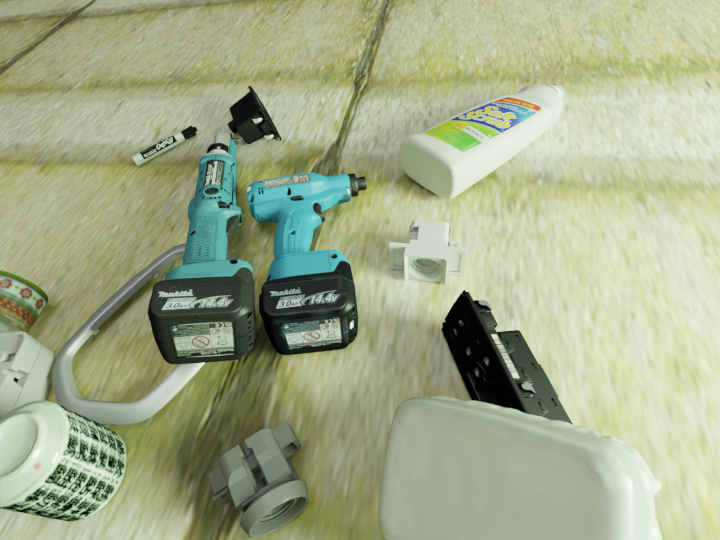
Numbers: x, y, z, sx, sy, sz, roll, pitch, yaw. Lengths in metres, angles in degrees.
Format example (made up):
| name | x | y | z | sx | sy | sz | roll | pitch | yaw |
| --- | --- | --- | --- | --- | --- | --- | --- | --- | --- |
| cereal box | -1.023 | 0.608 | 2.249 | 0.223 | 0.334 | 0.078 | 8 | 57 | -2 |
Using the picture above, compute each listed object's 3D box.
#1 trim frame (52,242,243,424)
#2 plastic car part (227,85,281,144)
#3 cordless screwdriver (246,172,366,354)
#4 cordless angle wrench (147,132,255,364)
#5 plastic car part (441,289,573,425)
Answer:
| name | x | y | z | sx | sy | sz | roll | pitch | yaw |
| --- | --- | --- | --- | --- | --- | --- | --- | --- | --- |
| trim frame | -0.240 | 0.062 | 0.494 | 0.193 | 0.026 | 0.247 | 24 | 63 | 26 |
| plastic car part | -0.189 | -0.255 | 0.715 | 0.071 | 0.062 | 0.123 | -33 | 49 | 2 |
| cordless screwdriver | -0.049 | -0.032 | 0.497 | 0.158 | 0.071 | 0.259 | -11 | 47 | -4 |
| cordless angle wrench | -0.188 | -0.079 | 0.548 | 0.096 | 0.072 | 0.441 | -4 | 41 | -12 |
| plastic car part | 0.134 | 0.116 | 0.353 | 0.065 | 0.065 | 0.211 | 4 | 47 | -20 |
